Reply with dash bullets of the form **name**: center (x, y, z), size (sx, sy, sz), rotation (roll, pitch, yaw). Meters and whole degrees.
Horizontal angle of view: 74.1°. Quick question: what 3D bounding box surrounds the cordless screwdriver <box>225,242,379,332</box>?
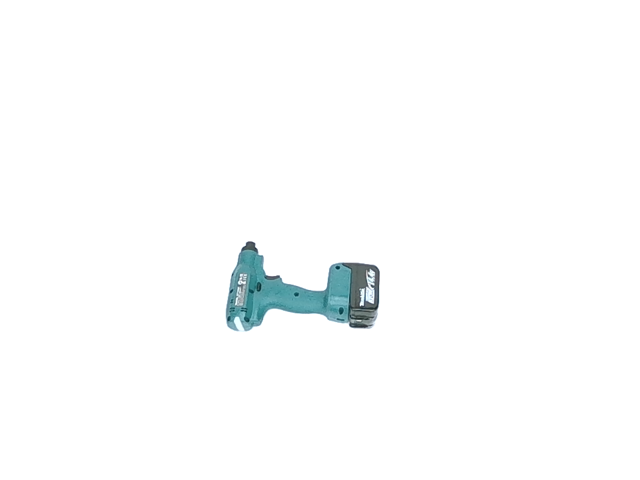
- **cordless screwdriver**: center (-0.028, 0.072, 0.709), size (0.249, 0.158, 0.074), rotation (-1, -35, 3)
